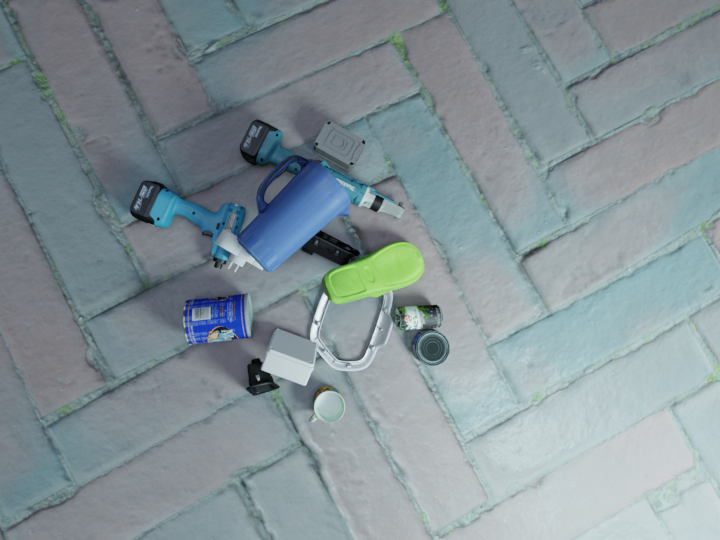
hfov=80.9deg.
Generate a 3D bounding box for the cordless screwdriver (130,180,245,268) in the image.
[{"bbox_3d":[-0.410,-0.109,0.998,0.246,0.075,0.160,17,84,-6],"label":"cordless screwdriver"}]

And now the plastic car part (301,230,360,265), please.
[{"bbox_3d":[-0.099,-0.065,1.017,0.203,0.066,0.067,22,98,0],"label":"plastic car part"}]

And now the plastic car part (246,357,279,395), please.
[{"bbox_3d":[-0.229,0.238,0.959,0.065,0.113,0.073,-16,65,-8],"label":"plastic car part"}]

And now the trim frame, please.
[{"bbox_3d":[-0.016,0.119,1.020,0.183,0.027,0.249,20,81,-2],"label":"trim frame"}]

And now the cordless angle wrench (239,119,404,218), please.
[{"bbox_3d":[-0.087,-0.229,1.033,0.420,0.075,0.098,26,84,-3],"label":"cordless angle wrench"}]
